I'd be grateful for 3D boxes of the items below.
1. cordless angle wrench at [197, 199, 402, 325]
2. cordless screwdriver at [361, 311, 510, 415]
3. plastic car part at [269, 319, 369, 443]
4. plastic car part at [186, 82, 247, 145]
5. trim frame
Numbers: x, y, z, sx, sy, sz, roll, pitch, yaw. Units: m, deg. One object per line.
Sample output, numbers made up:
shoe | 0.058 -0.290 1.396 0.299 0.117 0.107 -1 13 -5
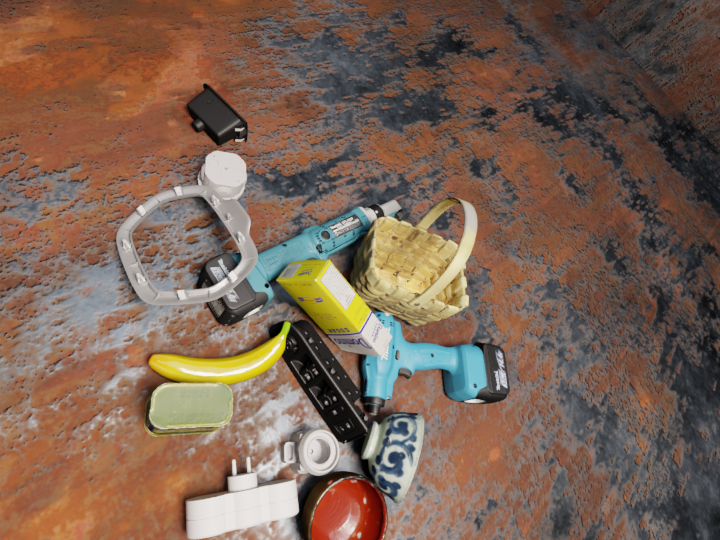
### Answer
cordless angle wrench | -0.071 -0.047 0.729 0.412 0.075 0.099 -30 81 -36
cordless screwdriver | 0.119 0.174 0.699 0.243 0.074 0.162 16 60 -13
plastic car part | -0.057 0.152 0.635 0.205 0.067 0.065 50 45 6
plastic car part | -0.267 -0.273 0.765 0.117 0.066 0.070 43 69 3
trim frame | -0.251 -0.047 0.611 0.181 0.026 0.262 -28 52 -19
